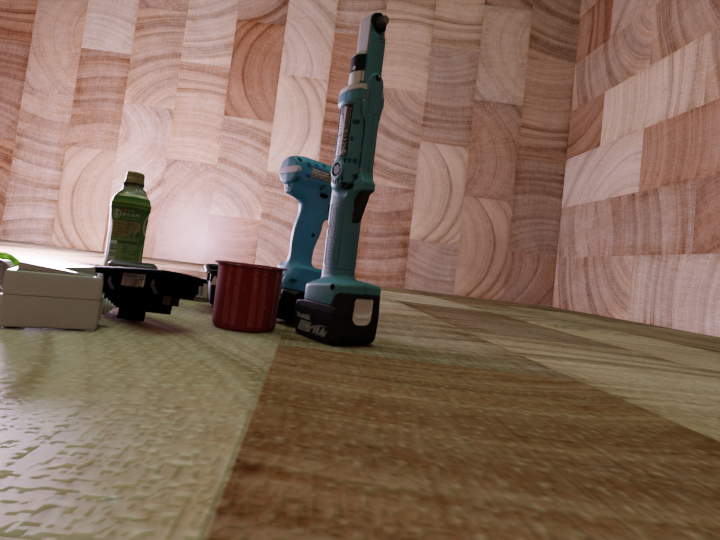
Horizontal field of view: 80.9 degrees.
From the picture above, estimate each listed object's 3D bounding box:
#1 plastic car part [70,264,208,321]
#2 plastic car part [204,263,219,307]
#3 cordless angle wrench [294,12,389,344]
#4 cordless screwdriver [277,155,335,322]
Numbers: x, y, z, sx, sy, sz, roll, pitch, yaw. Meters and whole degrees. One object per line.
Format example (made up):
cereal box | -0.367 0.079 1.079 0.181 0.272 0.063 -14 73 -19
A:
plastic car part | -0.277 0.023 0.506 0.213 0.067 0.063 7 -1 31
plastic car part | -0.224 0.028 0.681 0.064 0.071 0.120 8 -1 -24
cordless angle wrench | -0.009 -0.123 0.546 0.070 0.424 0.103 9 -3 -39
cordless screwdriver | -0.065 -0.042 0.662 0.078 0.249 0.151 4 -3 45
